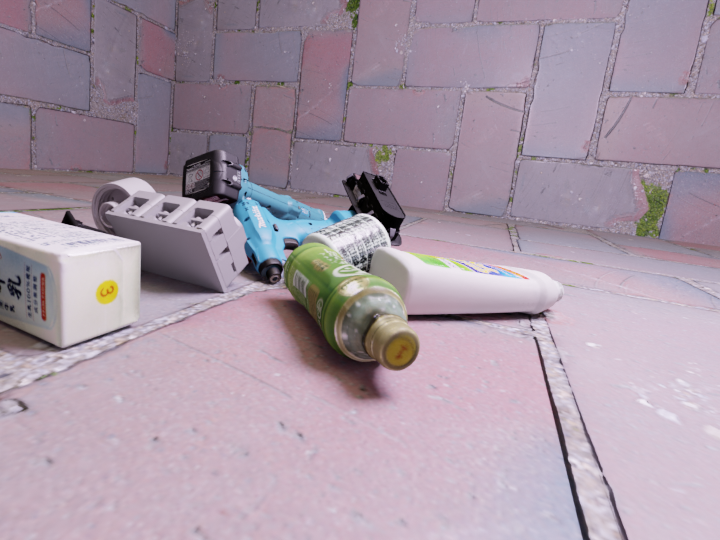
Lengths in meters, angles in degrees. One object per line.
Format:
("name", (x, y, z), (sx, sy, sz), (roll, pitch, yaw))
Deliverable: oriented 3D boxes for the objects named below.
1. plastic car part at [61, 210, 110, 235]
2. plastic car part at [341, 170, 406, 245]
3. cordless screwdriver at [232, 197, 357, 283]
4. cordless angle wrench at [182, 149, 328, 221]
("plastic car part", (-0.340, -0.027, 0.537), (0.123, 0.066, 0.067), (22, 5, 43))
("plastic car part", (0.028, -0.111, 0.687), (0.063, 0.067, 0.211), (19, 33, -27))
("cordless screwdriver", (-0.064, -0.042, 0.650), (0.238, 0.073, 0.168), (0, 39, -31))
("cordless angle wrench", (-0.147, -0.115, 0.811), (0.102, 0.075, 0.402), (-8, -12, 28))
